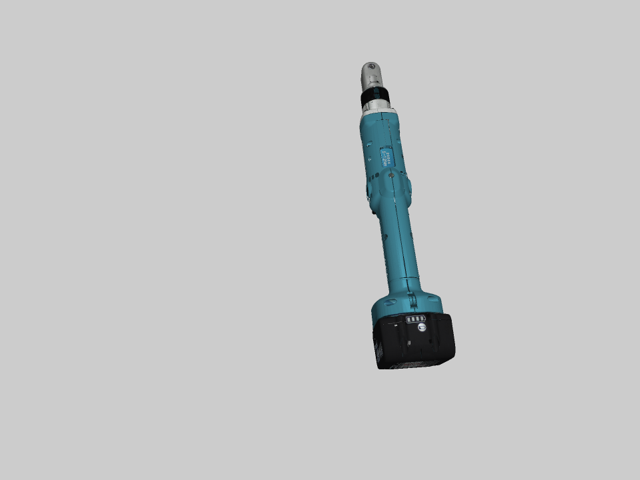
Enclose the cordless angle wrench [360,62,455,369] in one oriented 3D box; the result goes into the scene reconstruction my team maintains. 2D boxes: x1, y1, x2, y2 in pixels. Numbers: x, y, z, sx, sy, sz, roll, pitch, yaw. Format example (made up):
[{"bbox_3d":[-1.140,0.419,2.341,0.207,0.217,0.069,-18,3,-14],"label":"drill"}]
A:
[{"bbox_3d":[0.086,-0.060,0.536,0.074,0.421,0.098,-4,-23,0],"label":"cordless angle wrench"}]
